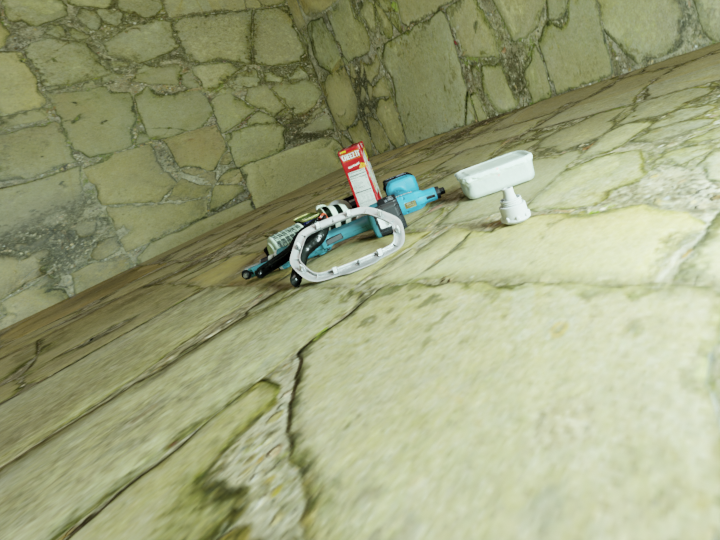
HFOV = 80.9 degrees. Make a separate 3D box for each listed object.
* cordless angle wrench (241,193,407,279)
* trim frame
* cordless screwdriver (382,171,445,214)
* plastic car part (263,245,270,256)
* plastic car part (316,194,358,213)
[{"bbox_3d":[-0.101,-0.066,1.030,0.428,0.073,0.099,-21,16,11],"label":"cordless angle wrench"},{"bbox_3d":[-0.030,-0.061,0.879,0.247,0.026,0.193,-21,47,-6],"label":"trim frame"},{"bbox_3d":[0.141,-0.220,1.187,0.161,0.072,0.252,-19,21,10],"label":"cordless screwdriver"},{"bbox_3d":[-0.235,-0.067,1.224,0.073,0.065,0.114,-29,6,33],"label":"plastic car part"},{"bbox_3d":[-0.042,-0.190,1.353,0.202,0.063,0.070,-22,40,-2],"label":"plastic car part"}]
